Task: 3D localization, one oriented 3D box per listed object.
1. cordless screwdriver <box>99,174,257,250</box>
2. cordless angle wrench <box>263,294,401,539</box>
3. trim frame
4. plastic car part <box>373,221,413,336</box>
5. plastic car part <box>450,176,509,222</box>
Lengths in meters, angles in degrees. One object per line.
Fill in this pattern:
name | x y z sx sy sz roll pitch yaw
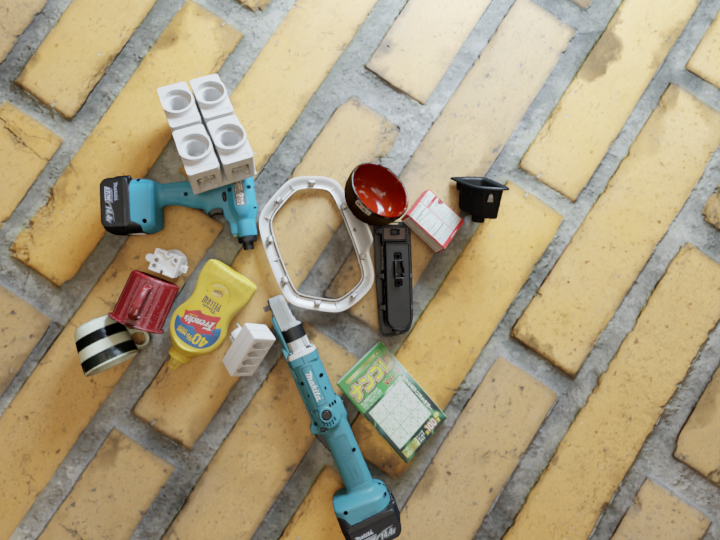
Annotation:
cordless screwdriver | -0.300 -0.098 0.720 0.246 0.075 0.159 -9 88 -6
cordless angle wrench | -0.059 0.238 0.711 0.097 0.074 0.426 -24 86 -4
trim frame | -0.072 -0.047 0.739 0.182 0.028 0.250 -20 86 -9
plastic car part | 0.064 0.016 0.730 0.065 0.068 0.203 -1 90 -11
plastic car part | 0.201 -0.119 0.719 0.066 0.120 0.069 -2 113 -5
